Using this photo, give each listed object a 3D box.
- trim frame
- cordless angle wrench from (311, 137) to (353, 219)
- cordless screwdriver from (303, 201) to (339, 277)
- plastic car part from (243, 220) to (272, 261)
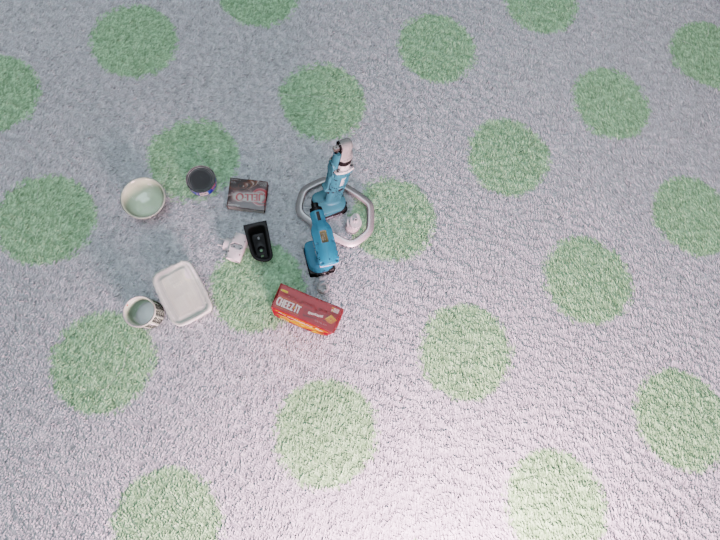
[{"bbox_3d":[-0.074,-0.174,1.251,0.250,0.027,0.184,31,77,4],"label":"trim frame"},{"bbox_3d":[-0.062,-0.225,1.061,0.097,0.422,0.075,-21,84,-12],"label":"cordless angle wrench"},{"bbox_3d":[-0.109,-0.071,1.111,0.073,0.248,0.162,-13,81,-11],"label":"cordless screwdriver"},{"bbox_3d":[-0.283,-0.072,1.190,0.065,0.070,0.118,-14,79,-9],"label":"plastic car part"}]
